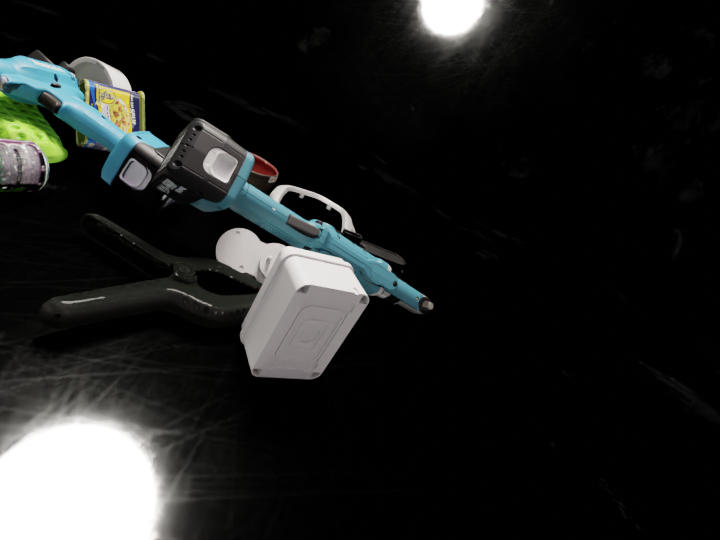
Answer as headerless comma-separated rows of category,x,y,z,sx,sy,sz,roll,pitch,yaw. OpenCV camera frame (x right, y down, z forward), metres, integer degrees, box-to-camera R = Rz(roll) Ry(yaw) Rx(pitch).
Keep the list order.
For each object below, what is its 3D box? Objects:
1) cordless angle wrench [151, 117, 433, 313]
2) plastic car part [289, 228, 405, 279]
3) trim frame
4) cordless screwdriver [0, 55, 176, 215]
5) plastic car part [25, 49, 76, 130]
cordless angle wrench,-0.054,-0.035,0.552,0.403,0.075,0.102,32,-18,-29
plastic car part,-0.011,-0.026,0.674,0.197,0.067,0.068,24,15,-16
trim frame,-0.087,-0.106,0.806,0.182,0.027,0.253,23,20,-9
cordless screwdriver,-0.332,-0.171,0.519,0.246,0.074,0.161,38,12,-6
plastic car part,-0.456,-0.277,0.635,0.069,0.071,0.112,38,-12,24
